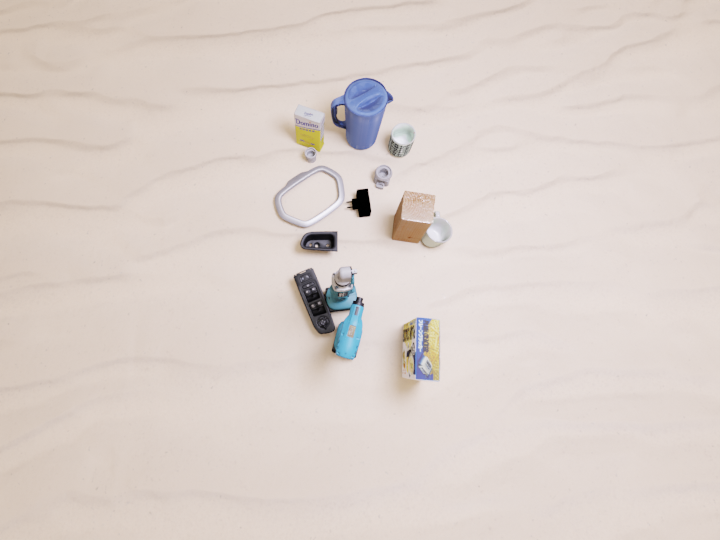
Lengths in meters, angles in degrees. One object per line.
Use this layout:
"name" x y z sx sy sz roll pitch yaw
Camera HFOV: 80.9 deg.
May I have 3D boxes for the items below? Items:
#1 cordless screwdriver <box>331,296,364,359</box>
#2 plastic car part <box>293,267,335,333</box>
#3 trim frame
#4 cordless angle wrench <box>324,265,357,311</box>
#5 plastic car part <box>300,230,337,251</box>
"cordless screwdriver" -0.027 0.166 1.176 0.075 0.245 0.160 15 76 0
"plastic car part" -0.138 0.099 1.290 0.066 0.066 0.208 -22 75 -7
"trim frame" -0.167 -0.250 1.409 0.247 0.027 0.189 -37 77 -8
"cordless angle wrench" -0.049 0.047 1.121 0.097 0.417 0.075 -6 78 -5
"plastic car part" -0.131 -0.086 1.340 0.117 0.070 0.067 1 76 0
